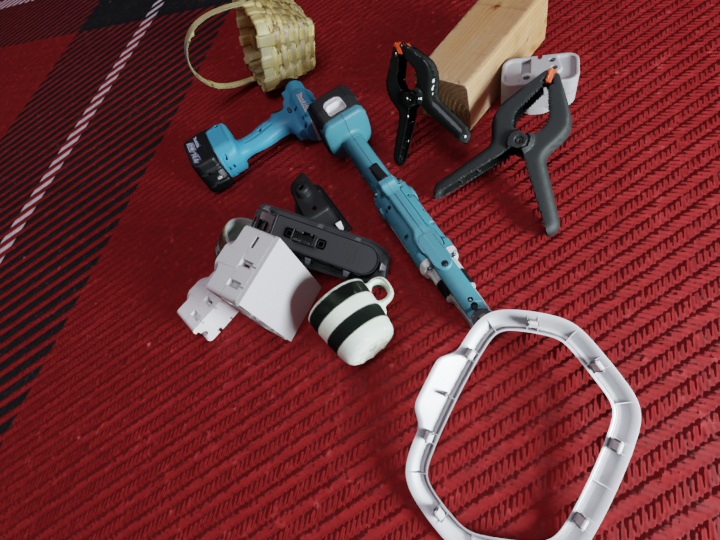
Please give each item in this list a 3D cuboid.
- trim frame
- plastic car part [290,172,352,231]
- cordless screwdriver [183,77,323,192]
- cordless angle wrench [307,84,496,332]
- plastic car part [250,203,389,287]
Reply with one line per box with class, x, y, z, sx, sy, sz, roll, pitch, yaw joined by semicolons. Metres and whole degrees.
trim frame;0.149;0.159;0.414;0.192;0.026;0.248;27;87;24
plastic car part;-0.074;-0.100;0.638;0.066;0.068;0.122;-32;60;0
cordless screwdriver;-0.193;-0.256;0.767;0.249;0.071;0.166;-26;57;2
cordless angle wrench;0.050;-0.095;0.583;0.074;0.093;0.442;-31;61;2
plastic car part;-0.056;-0.036;0.568;0.205;0.066;0.066;20;78;4
